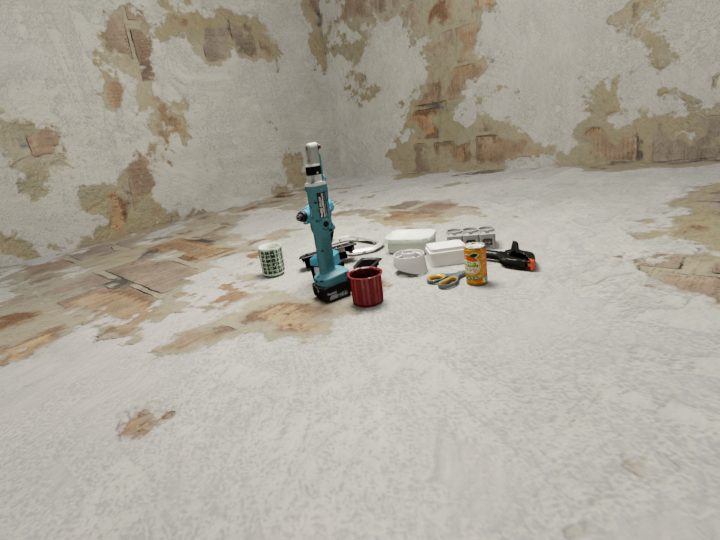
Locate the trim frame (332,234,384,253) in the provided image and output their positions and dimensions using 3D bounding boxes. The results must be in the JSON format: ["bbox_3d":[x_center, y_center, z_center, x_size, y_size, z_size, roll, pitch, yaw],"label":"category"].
[{"bbox_3d":[-0.026,-0.100,1.618,0.178,0.027,0.262,-24,24,-37],"label":"trim frame"}]

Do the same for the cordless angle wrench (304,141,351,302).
[{"bbox_3d":[-0.103,-0.126,1.130,0.095,0.415,0.078,-16,17,-28],"label":"cordless angle wrench"}]

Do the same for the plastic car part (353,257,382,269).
[{"bbox_3d":[0.019,0.009,1.215,0.068,0.069,0.115,-2,19,20],"label":"plastic car part"}]

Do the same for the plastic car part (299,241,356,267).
[{"bbox_3d":[-0.113,-0.051,1.454,0.200,0.066,0.068,-12,17,-10],"label":"plastic car part"}]

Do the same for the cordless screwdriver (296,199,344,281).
[{"bbox_3d":[-0.124,-0.081,1.273,0.078,0.244,0.155,2,19,31],"label":"cordless screwdriver"}]
